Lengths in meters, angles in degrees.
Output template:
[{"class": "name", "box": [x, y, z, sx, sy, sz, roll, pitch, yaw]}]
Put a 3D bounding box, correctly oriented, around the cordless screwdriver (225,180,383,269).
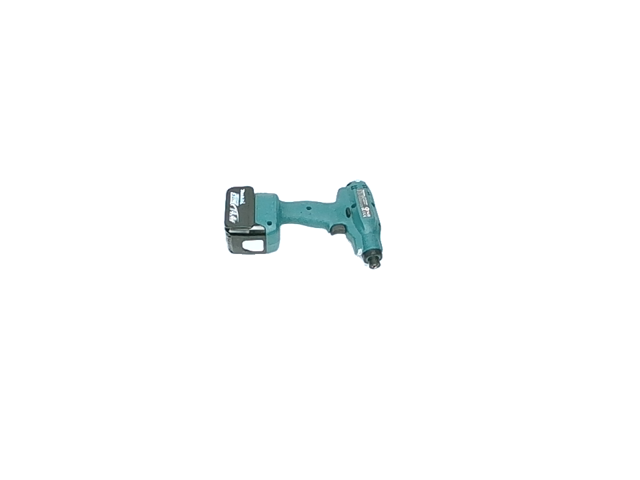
[{"class": "cordless screwdriver", "box": [-0.025, -0.017, 0.682, 0.248, 0.159, 0.074, -4, -33, -8]}]
